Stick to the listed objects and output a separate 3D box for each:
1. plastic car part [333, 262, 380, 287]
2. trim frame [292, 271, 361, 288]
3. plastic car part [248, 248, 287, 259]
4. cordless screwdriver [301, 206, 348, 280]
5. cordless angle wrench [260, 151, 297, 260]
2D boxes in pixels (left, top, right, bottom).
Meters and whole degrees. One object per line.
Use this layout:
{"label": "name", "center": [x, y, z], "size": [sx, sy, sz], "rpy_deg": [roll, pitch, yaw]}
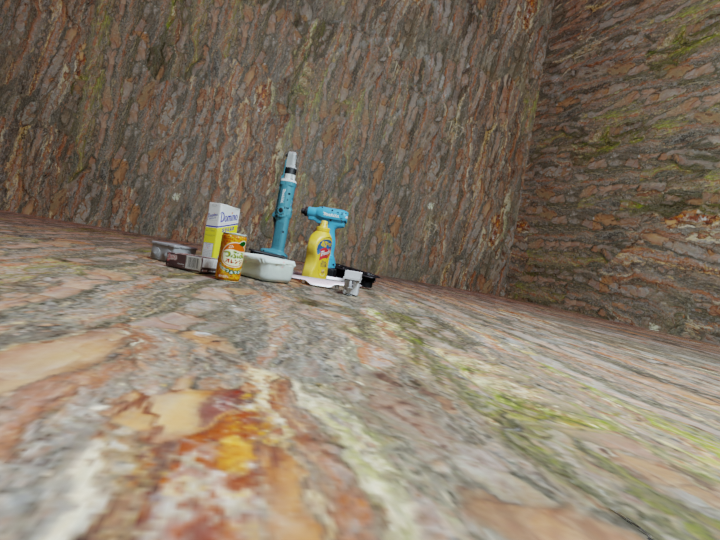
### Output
{"label": "plastic car part", "center": [-0.033, 0.019, 1.470], "size": [0.213, 0.067, 0.063], "rpy_deg": [11, 1, 32]}
{"label": "trim frame", "center": [-0.120, 0.030, 1.261], "size": [0.248, 0.027, 0.185], "rpy_deg": [10, 2, -2]}
{"label": "plastic car part", "center": [-0.290, -0.023, 1.273], "size": [0.111, 0.071, 0.069], "rpy_deg": [10, 0, -30]}
{"label": "cordless screwdriver", "center": [-0.138, -0.090, 1.415], "size": [0.161, 0.249, 0.073], "rpy_deg": [10, -1, 5]}
{"label": "cordless angle wrench", "center": [-0.269, -0.204, 1.464], "size": [0.101, 0.423, 0.072], "rpy_deg": [10, -1, 15]}
